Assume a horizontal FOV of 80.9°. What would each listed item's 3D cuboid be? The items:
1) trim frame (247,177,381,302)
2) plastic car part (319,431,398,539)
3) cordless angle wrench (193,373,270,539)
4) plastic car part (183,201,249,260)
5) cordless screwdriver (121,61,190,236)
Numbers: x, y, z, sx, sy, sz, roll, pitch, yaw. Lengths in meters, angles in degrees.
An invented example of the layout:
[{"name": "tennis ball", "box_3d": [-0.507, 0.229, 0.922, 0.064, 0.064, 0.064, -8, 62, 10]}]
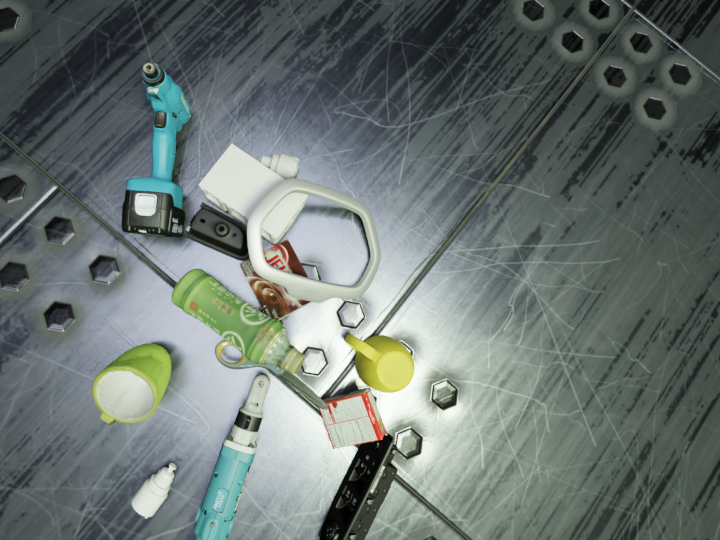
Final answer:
[{"name": "trim frame", "box_3d": [-0.066, -0.043, 0.673, 0.236, 0.029, 0.185, 15, 79, -32]}, {"name": "plastic car part", "box_3d": [0.002, 0.349, 0.654, 0.064, 0.069, 0.203, 38, 77, -28]}, {"name": "cordless angle wrench", "box_3d": [-0.212, 0.362, 0.616, 0.074, 0.097, 0.425, 18, 77, -3]}, {"name": "plastic car part", "box_3d": [-0.227, -0.064, 0.686, 0.117, 0.070, 0.066, 26, 81, 0]}, {"name": "cordless screwdriver", "box_3d": [-0.313, -0.178, 0.651, 0.073, 0.160, 0.250, 5, 84, -9]}]
